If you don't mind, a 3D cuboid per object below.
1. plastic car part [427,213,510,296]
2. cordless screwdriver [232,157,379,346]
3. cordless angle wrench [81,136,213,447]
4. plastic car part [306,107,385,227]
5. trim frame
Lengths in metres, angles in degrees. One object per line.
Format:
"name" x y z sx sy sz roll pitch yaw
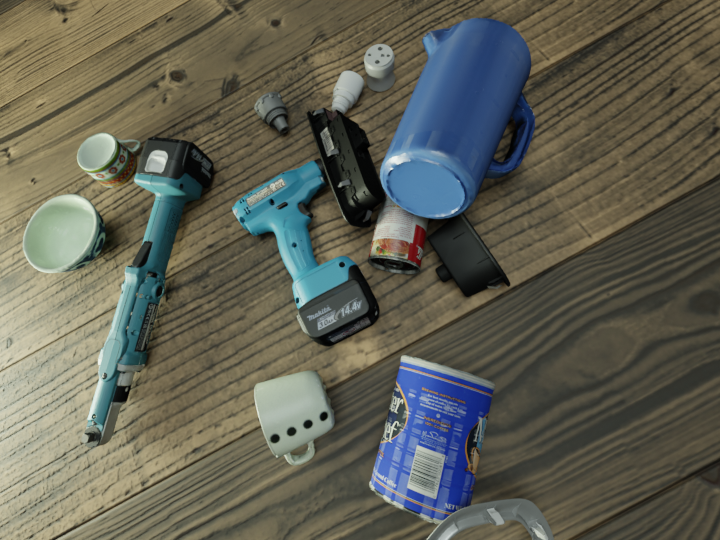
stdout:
"plastic car part" 0.126 -0.017 0.536 0.072 0.063 0.120 -31 73 15
"cordless screwdriver" -0.055 -0.036 0.567 0.159 0.071 0.259 -33 66 -1
"cordless angle wrench" -0.306 0.023 0.594 0.076 0.095 0.426 8 79 10
"plastic car part" -0.013 -0.148 0.576 0.068 0.063 0.210 -29 60 28
"trim frame" 0.096 0.326 0.397 0.177 0.029 0.248 37 83 -23
